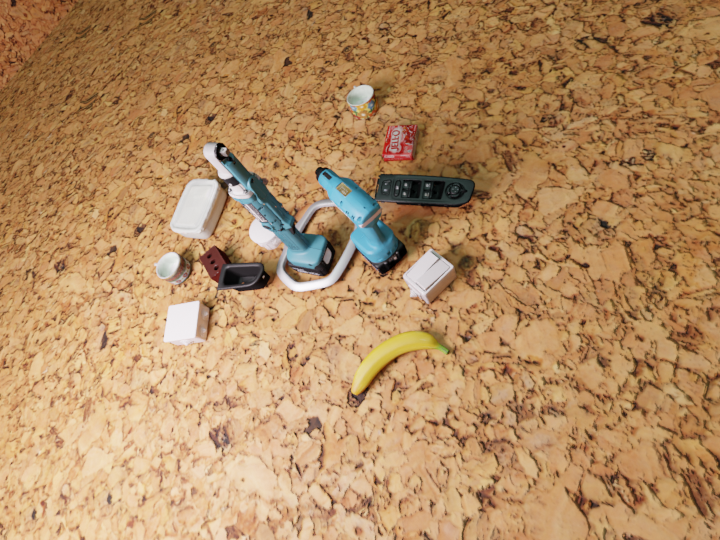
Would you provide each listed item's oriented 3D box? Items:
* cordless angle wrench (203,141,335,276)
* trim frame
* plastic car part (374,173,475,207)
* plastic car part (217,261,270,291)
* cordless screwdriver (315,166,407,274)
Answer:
[{"bbox_3d":[-0.164,-0.104,0.798,0.102,0.402,0.075,11,70,24],"label":"cordless angle wrench"},{"bbox_3d":[-0.095,-0.062,0.973,0.193,0.026,0.249,17,73,29],"label":"trim frame"},{"bbox_3d":[0.137,-0.162,0.903,0.211,0.064,0.067,6,68,25],"label":"plastic car part"},{"bbox_3d":[-0.260,0.022,0.976,0.120,0.067,0.067,-3,65,20],"label":"plastic car part"},{"bbox_3d":[-0.001,-0.099,0.826,0.074,0.236,0.167,-42,59,-3],"label":"cordless screwdriver"}]
